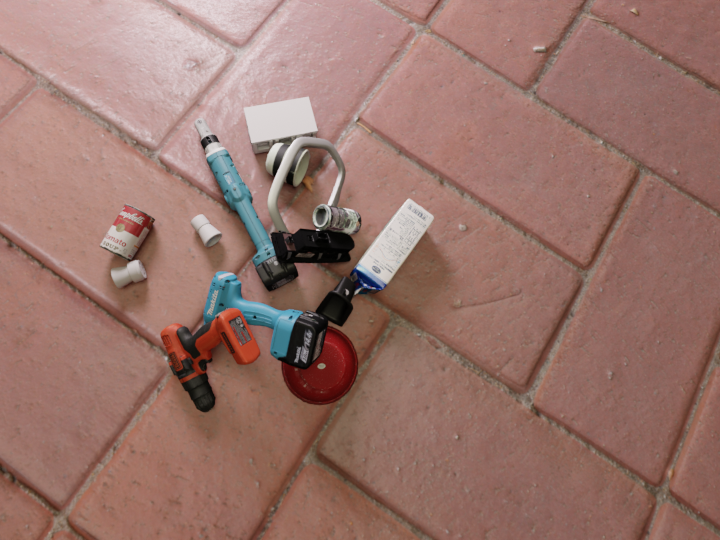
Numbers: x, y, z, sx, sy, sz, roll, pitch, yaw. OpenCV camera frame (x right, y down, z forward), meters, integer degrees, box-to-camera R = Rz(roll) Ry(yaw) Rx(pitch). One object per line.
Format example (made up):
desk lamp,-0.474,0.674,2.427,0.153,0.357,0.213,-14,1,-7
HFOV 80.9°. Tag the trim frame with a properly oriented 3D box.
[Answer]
trim frame,-0.109,-0.167,0.899,0.174,0.029,0.250,32,70,-40

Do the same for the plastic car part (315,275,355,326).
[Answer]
plastic car part,-0.040,0.055,0.869,0.066,0.116,0.071,28,52,-2

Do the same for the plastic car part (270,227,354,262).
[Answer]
plastic car part,-0.085,-0.055,0.864,0.193,0.068,0.069,4,51,-48

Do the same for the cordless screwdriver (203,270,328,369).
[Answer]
cordless screwdriver,-0.196,0.117,0.818,0.257,0.072,0.158,21,102,16

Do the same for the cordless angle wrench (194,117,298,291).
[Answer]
cordless angle wrench,-0.263,-0.159,0.911,0.074,0.096,0.433,-28,77,-9
